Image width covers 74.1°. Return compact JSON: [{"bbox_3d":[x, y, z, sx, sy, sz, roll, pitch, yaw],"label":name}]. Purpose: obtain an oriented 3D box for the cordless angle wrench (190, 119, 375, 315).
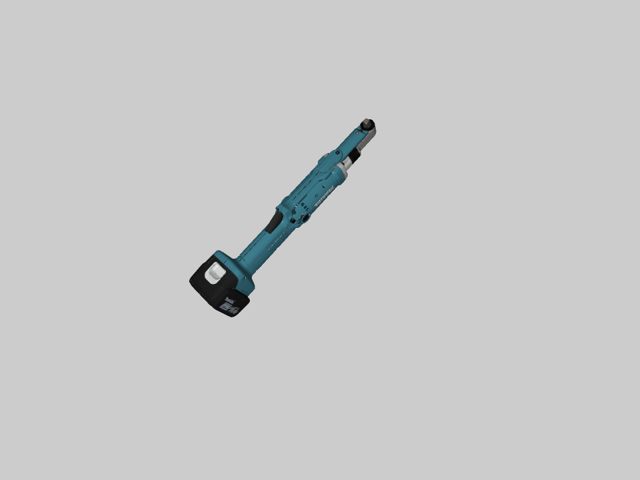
[{"bbox_3d":[-0.045,-0.053,0.742,0.074,0.422,0.098,39,-8,25],"label":"cordless angle wrench"}]
